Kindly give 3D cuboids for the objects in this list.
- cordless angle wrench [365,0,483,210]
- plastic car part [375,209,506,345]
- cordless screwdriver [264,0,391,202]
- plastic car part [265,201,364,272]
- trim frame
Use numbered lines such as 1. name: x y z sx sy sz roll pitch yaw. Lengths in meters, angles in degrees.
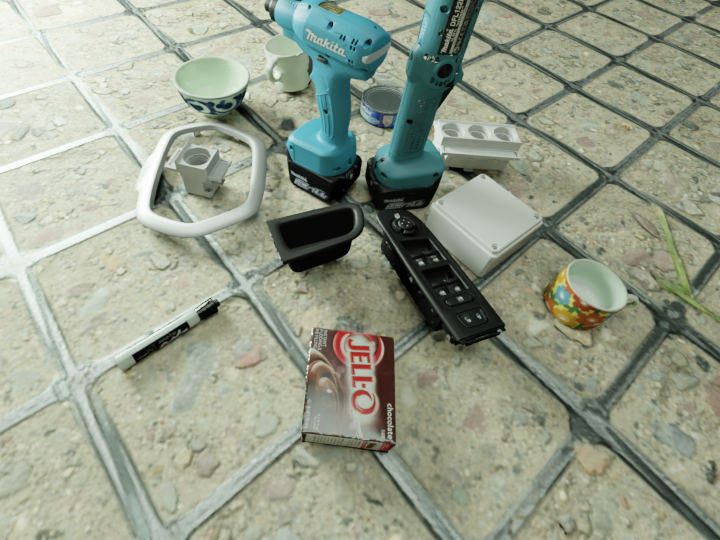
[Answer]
1. cordless angle wrench: 0.086 -0.235 0.471 0.096 0.414 0.077 -5 56 -14
2. plastic car part: 0.080 0.005 0.509 0.065 0.065 0.212 -16 57 -19
3. cordless screwdriver: -0.059 -0.217 0.551 0.165 0.243 0.073 35 56 16
4. plastic car part: -0.051 -0.033 0.523 0.114 0.069 0.069 -16 58 -17
5. trim frame: -0.229 -0.140 0.613 0.182 0.027 0.257 -1 53 -6
